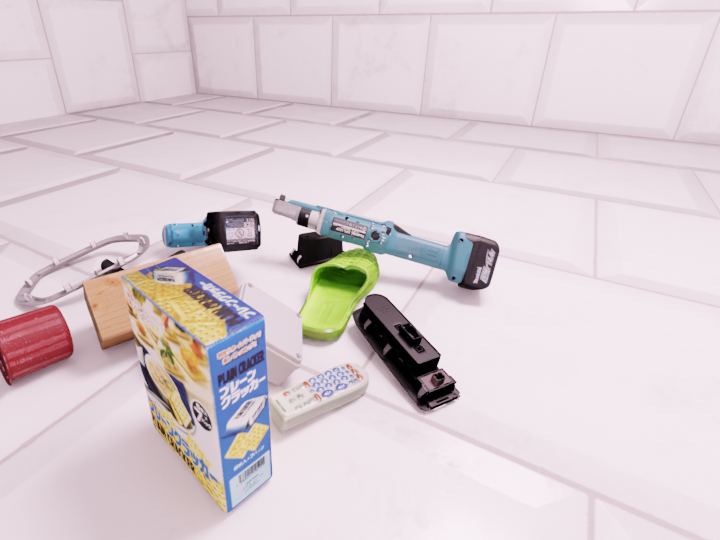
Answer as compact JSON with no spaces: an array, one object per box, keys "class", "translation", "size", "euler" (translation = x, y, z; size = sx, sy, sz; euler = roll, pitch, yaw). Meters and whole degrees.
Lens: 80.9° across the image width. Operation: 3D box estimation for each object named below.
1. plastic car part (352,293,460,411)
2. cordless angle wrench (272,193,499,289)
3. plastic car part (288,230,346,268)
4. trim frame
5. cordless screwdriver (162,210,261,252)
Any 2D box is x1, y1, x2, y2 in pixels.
[{"class":"plastic car part","translation":[0.054,0.100,0.608],"size":[0.065,0.065,0.215],"euler":[-19,37,-23]},{"class":"cordless angle wrench","translation":[0.031,-0.065,0.797],"size":[0.431,0.098,0.073],"euler":[17,0,9]},{"class":"plastic car part","translation":[-0.086,-0.057,0.884],"size":[0.113,0.069,0.070],"euler":[-15,34,-21]},{"class":"trim frame","translation":[-0.523,-0.012,0.805],"size":[0.243,0.026,0.195],"euler":[-34,39,-32]},{"class":"cordless screwdriver","translation":[-0.280,-0.076,0.852],"size":[0.152,0.074,0.261],"euler":[-8,7,-42]}]
